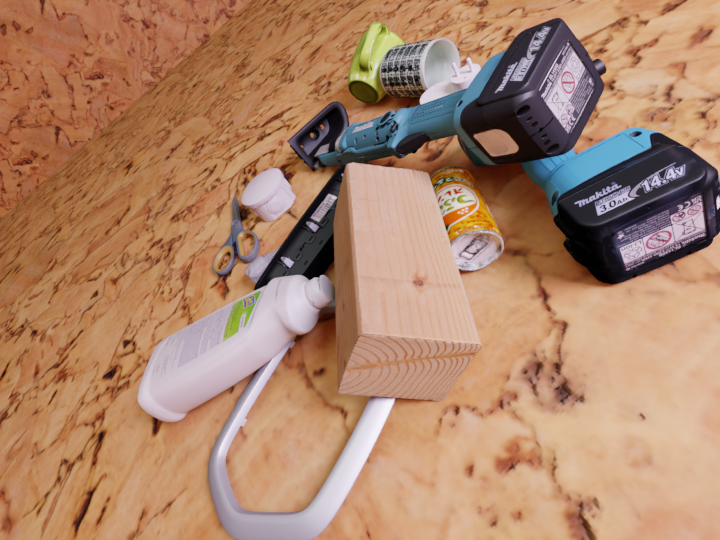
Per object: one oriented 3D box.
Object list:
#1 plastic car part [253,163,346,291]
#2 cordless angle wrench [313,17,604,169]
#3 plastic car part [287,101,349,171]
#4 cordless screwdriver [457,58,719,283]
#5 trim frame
[{"bbox_3d":[-0.052,-0.034,0.535,0.070,0.064,0.202,32,75,23],"label":"plastic car part"},{"bbox_3d":[0.048,-0.166,0.512,0.098,0.071,0.442,-58,29,-11],"label":"cordless angle wrench"},{"bbox_3d":[-0.076,-0.233,0.730,0.116,0.063,0.074,-50,26,-15],"label":"plastic car part"},{"bbox_3d":[0.207,-0.114,0.387,0.161,0.070,0.259,-32,38,13],"label":"cordless screwdriver"},{"bbox_3d":[-0.056,0.129,0.413,0.194,0.026,0.249,12,65,43],"label":"trim frame"}]
